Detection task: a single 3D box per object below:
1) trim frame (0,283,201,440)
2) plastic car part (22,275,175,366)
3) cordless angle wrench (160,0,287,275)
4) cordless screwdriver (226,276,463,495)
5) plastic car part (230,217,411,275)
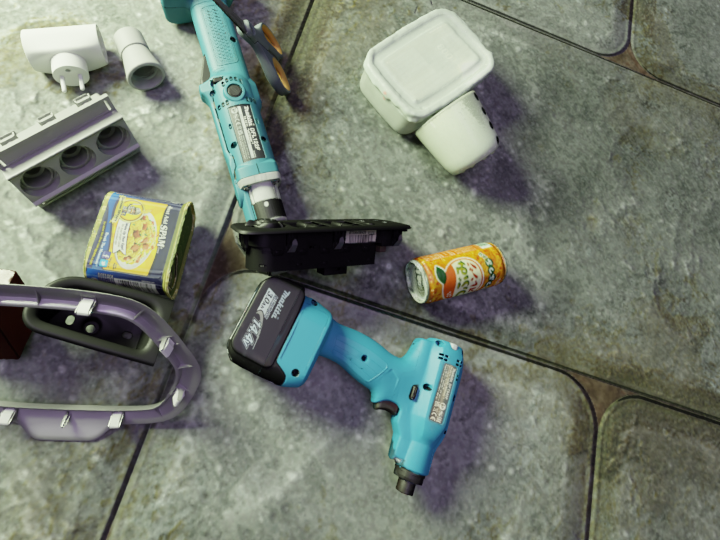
[{"bbox_3d":[-0.265,0.086,0.365,0.244,0.181,0.028,6,35,-12],"label":"trim frame"},{"bbox_3d":[-0.252,0.051,0.409,0.112,0.072,0.067,20,59,-21],"label":"plastic car part"},{"bbox_3d":[-0.151,-0.199,0.499,0.096,0.075,0.428,-16,81,-16],"label":"cordless angle wrench"},{"bbox_3d":[-0.019,0.115,0.438,0.245,0.075,0.160,23,72,-9],"label":"cordless screwdriver"},{"bbox_3d":[-0.044,-0.029,0.452,0.194,0.070,0.066,0,109,-35],"label":"plastic car part"}]
